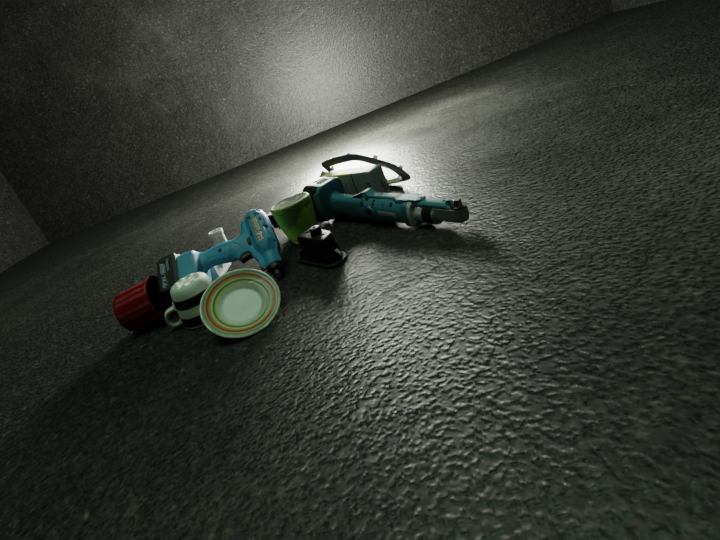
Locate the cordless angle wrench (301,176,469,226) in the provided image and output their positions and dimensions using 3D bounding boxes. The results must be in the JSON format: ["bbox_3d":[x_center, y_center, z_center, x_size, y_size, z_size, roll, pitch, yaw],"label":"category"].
[{"bbox_3d":[0.034,-0.131,0.854,0.073,0.094,0.446,-35,31,-28],"label":"cordless angle wrench"}]

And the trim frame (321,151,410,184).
[{"bbox_3d":[0.010,-0.242,1.033,0.259,0.176,0.028,4,77,59],"label":"trim frame"}]

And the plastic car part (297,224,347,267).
[{"bbox_3d":[-0.078,-0.051,0.794,0.065,0.069,0.122,-36,24,-26],"label":"plastic car part"}]

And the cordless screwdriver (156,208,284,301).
[{"bbox_3d":[-0.275,-0.006,0.845,0.249,0.071,0.166,-28,60,2],"label":"cordless screwdriver"}]

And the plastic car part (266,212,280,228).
[{"bbox_3d":[-0.157,-0.147,1.058,0.069,0.065,0.200,-13,20,38],"label":"plastic car part"}]
